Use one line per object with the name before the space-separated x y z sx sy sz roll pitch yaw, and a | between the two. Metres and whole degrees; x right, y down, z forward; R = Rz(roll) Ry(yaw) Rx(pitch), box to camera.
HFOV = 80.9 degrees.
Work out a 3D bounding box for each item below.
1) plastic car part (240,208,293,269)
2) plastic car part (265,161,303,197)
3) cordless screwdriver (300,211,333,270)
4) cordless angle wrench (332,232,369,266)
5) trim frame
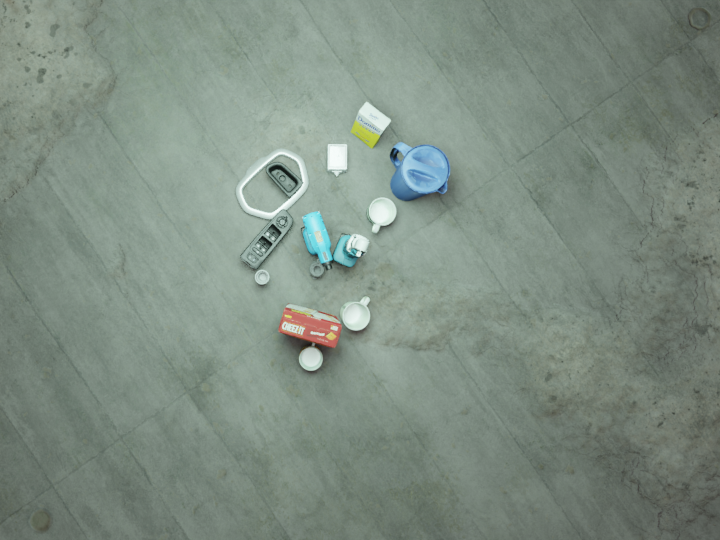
plastic car part | -0.284 -0.098 1.315 0.066 0.067 0.203 39 87 -3
plastic car part | -0.240 -0.287 1.323 0.116 0.071 0.066 45 86 -1
cordless screwdriver | -0.120 -0.078 1.227 0.074 0.250 0.159 -19 92 -6
cordless angle wrench | -0.020 -0.061 1.141 0.074 0.425 0.098 24 88 -7
trim frame | -0.279 -0.276 1.343 0.248 0.027 0.184 -44 89 -3
